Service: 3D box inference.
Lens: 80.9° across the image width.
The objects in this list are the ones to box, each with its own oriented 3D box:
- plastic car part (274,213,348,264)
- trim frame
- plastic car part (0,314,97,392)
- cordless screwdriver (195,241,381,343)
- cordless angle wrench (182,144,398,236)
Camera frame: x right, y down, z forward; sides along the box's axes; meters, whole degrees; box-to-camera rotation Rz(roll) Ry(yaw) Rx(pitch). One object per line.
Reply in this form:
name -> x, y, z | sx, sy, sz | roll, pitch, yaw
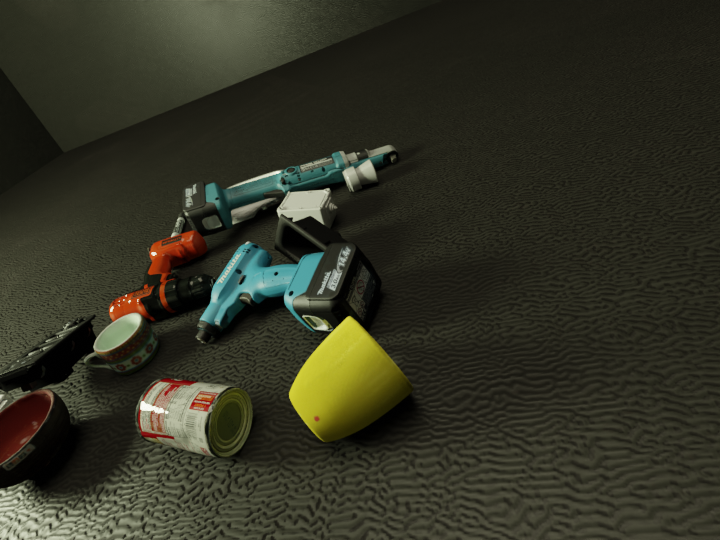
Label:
plastic car part -> -0.061, -0.040, 0.624 | 0.121, 0.065, 0.069 | 32, 42, 19
trim frame -> -0.249, -0.163, 0.940 | 0.253, 0.026, 0.189 | -15, 35, 11
plastic car part -> -0.441, 0.121, 0.622 | 0.066, 0.065, 0.209 | -29, 20, -2
cordless screwdriver -> -0.107, 0.037, 0.549 | 0.261, 0.070, 0.160 | 2, 54, 38
cordless angle wrench -> -0.132, -0.174, 0.829 | 0.422, 0.071, 0.102 | -17, 48, -1
